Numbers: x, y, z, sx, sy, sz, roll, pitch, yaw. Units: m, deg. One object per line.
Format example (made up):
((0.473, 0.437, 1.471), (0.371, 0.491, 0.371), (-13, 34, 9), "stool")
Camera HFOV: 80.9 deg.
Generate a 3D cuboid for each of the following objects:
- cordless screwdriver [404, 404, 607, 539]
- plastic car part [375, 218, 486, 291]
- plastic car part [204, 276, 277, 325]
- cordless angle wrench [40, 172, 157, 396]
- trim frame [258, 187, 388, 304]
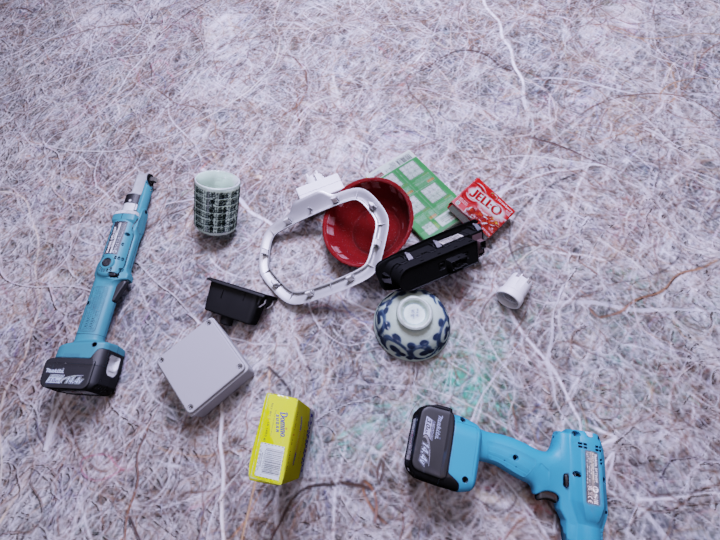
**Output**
((0.186, 0.273, 0.551), (0.252, 0.072, 0.161), (9, 67, 7), "cordless screwdriver")
((0.121, -0.014, 0.669), (0.200, 0.064, 0.070), (-20, 33, -14), "plastic car part")
((-0.210, 0.059, 0.710), (0.120, 0.064, 0.071), (12, 81, 14), "plastic car part")
((-0.440, -0.002, 0.759), (0.099, 0.072, 0.433), (-1, 63, 4), "cordless angle wrench")
((-0.070, -0.046, 0.716), (0.254, 0.026, 0.190), (-22, 65, 19), "trim frame")
